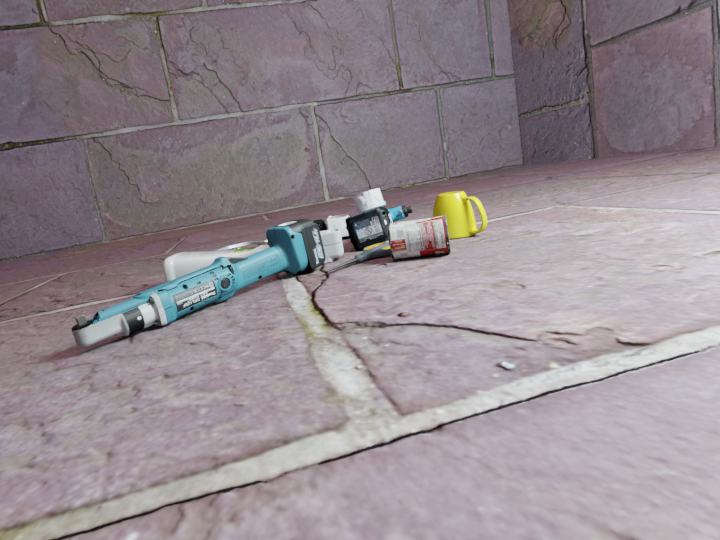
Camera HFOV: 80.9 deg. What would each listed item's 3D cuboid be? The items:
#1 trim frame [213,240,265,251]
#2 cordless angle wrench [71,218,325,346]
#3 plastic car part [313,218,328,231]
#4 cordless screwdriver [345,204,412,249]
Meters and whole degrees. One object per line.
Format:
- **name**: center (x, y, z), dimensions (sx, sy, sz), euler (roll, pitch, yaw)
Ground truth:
- **trim frame**: center (-0.310, -0.056, 1.157), dimensions (0.178, 0.027, 0.261), euler (-22, 16, -38)
- **cordless angle wrench**: center (-0.229, 0.017, 0.674), dimensions (0.078, 0.096, 0.410), euler (0, 21, 43)
- **plastic car part**: center (-0.146, -0.085, 1.098), dimensions (0.068, 0.067, 0.198), euler (-33, -1, 33)
- **cordless screwdriver**: center (0.050, -0.117, 1.009), dimensions (0.161, 0.074, 0.248), euler (-18, 8, 9)
